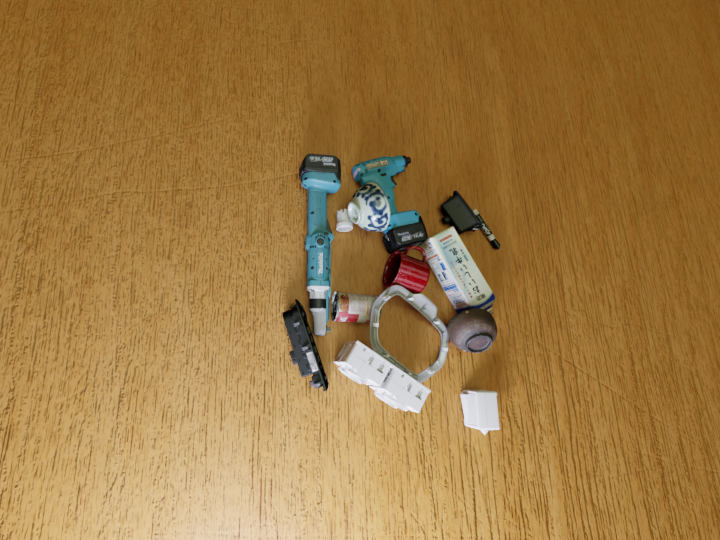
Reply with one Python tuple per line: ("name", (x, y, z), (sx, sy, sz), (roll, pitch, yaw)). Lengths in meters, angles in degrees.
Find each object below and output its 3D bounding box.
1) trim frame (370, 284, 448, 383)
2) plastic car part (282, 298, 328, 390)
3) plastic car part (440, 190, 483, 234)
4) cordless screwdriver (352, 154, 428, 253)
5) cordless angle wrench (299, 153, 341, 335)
("trim frame", (0.116, 0.144, 0.964), (0.240, 0.028, 0.184), (41, 64, -18))
("plastic car part", (-0.125, 0.165, 0.930), (0.068, 0.064, 0.206), (-18, 80, 8))
("plastic car part", (0.250, -0.139, 1.096), (0.071, 0.065, 0.118), (-35, 82, -5))
("cordless screwdriver", (0.095, -0.176, 1.063), (0.156, 0.074, 0.254), (-18, 76, -17))
("cordless angle wrench", (-0.097, -0.064, 0.993), (0.096, 0.075, 0.429), (2, 77, -13))
